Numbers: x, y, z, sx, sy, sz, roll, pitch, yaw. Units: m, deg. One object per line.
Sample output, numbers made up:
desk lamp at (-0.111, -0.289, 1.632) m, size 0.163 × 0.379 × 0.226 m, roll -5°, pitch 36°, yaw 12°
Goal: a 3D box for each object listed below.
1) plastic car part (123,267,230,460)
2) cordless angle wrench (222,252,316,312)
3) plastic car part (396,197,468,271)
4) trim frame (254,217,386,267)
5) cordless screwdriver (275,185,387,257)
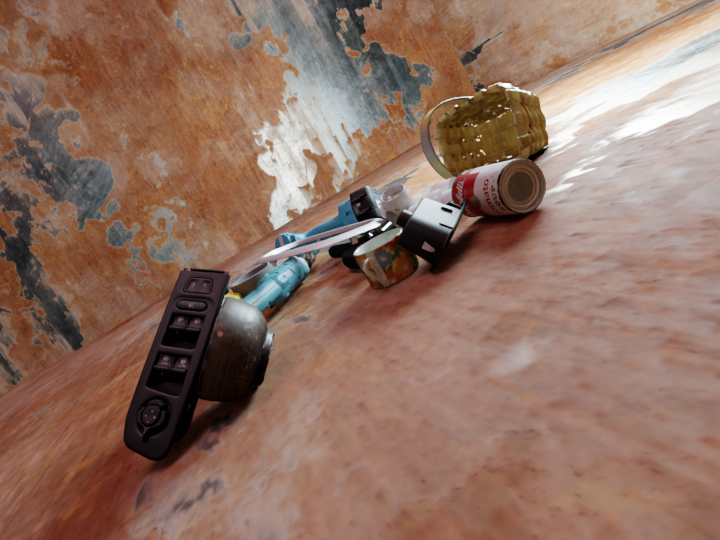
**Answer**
plastic car part at (-0.197, 0.098, 0.469) m, size 0.067 × 0.065 × 0.207 m, roll 7°, pitch 58°, yaw 5°
cordless angle wrench at (-0.151, 0.033, 0.729) m, size 0.098 × 0.074 × 0.420 m, roll -47°, pitch 3°, yaw 21°
plastic car part at (0.083, -0.055, 0.530) m, size 0.115 × 0.073 × 0.065 m, roll -46°, pitch -20°, yaw -52°
trim frame at (-0.070, -0.046, 0.719) m, size 0.258 × 0.027 × 0.179 m, roll -14°, pitch 12°, yaw 36°
cordless screwdriver at (-0.053, -0.091, 0.939) m, size 0.254 × 0.076 × 0.153 m, roll -24°, pitch -11°, yaw 22°
